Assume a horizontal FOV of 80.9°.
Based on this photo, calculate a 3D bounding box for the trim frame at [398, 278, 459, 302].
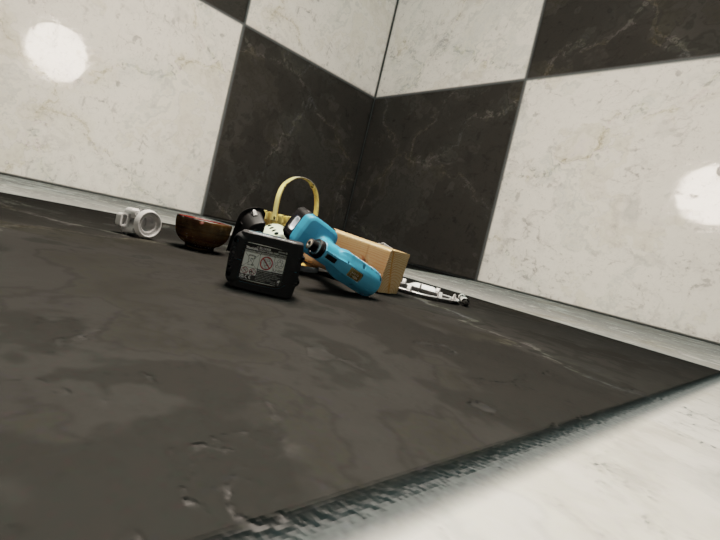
[{"bbox_3d":[0.120,0.039,1.042,0.262,0.027,0.175,14,3,36],"label":"trim frame"}]

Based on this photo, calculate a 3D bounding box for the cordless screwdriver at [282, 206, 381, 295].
[{"bbox_3d":[-0.077,-0.050,0.789,0.151,0.074,0.262,34,4,-37],"label":"cordless screwdriver"}]

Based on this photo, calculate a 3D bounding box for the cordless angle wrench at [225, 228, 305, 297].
[{"bbox_3d":[-0.155,-0.031,0.738,0.096,0.074,0.430,13,4,-11],"label":"cordless angle wrench"}]

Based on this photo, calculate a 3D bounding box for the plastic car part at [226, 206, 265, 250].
[{"bbox_3d":[-0.238,-0.073,0.913,0.063,0.116,0.075,9,28,-33],"label":"plastic car part"}]
